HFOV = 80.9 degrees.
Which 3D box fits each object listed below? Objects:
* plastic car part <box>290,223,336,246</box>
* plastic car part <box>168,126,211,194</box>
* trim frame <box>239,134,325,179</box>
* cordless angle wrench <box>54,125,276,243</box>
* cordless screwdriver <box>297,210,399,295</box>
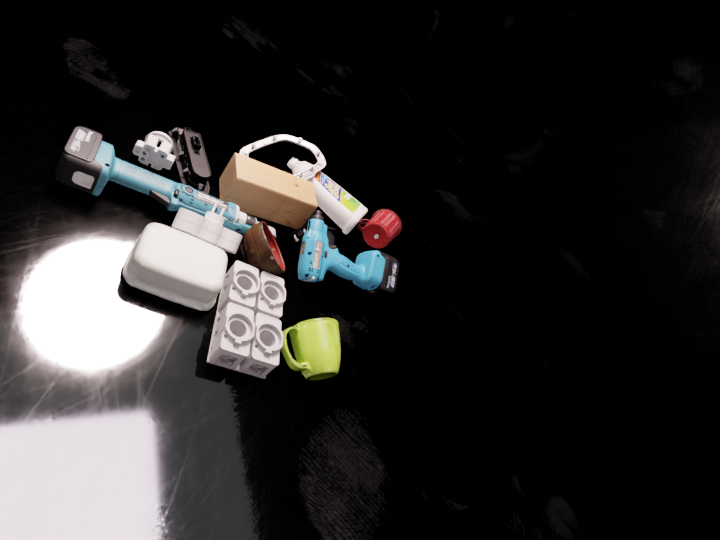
[{"bbox_3d":[-0.099,-0.064,1.007,0.110,0.068,0.073,9,64,-44],"label":"plastic car part"},{"bbox_3d":[-0.369,-0.250,0.936,0.063,0.068,0.211,13,47,-47],"label":"plastic car part"},{"bbox_3d":[-0.202,-0.292,1.111,0.190,0.027,0.242,43,50,17],"label":"trim frame"},{"bbox_3d":[-0.350,-0.140,0.831,0.402,0.075,0.102,22,41,-31],"label":"cordless angle wrench"},{"bbox_3d":[-0.026,-0.034,0.976,0.237,0.077,0.161,16,74,-31],"label":"cordless screwdriver"}]
